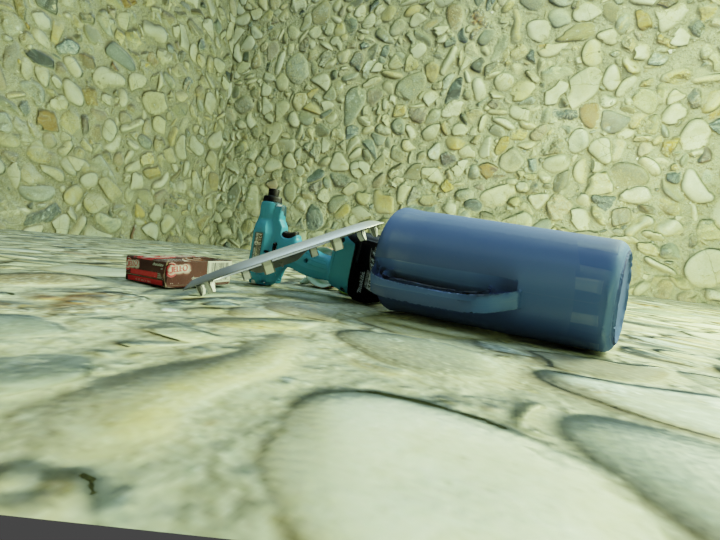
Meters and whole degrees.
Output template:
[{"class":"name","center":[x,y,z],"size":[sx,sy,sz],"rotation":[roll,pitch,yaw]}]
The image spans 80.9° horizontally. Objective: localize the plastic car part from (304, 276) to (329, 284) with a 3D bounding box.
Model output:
[{"class":"plastic car part","center":[-0.062,-0.006,0.845],"size":[0.064,0.071,0.120],"rotation":[4,-1,-24]}]

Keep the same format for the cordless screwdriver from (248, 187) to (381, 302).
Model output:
[{"class":"cordless screwdriver","center":[-0.063,-0.042,0.649],"size":[0.260,0.159,0.071],"rotation":[9,1,28]}]

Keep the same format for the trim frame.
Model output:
[{"class":"trim frame","center":[-0.084,-0.016,0.497],"size":[0.244,0.027,0.188],"rotation":[-22,6,-18]}]
